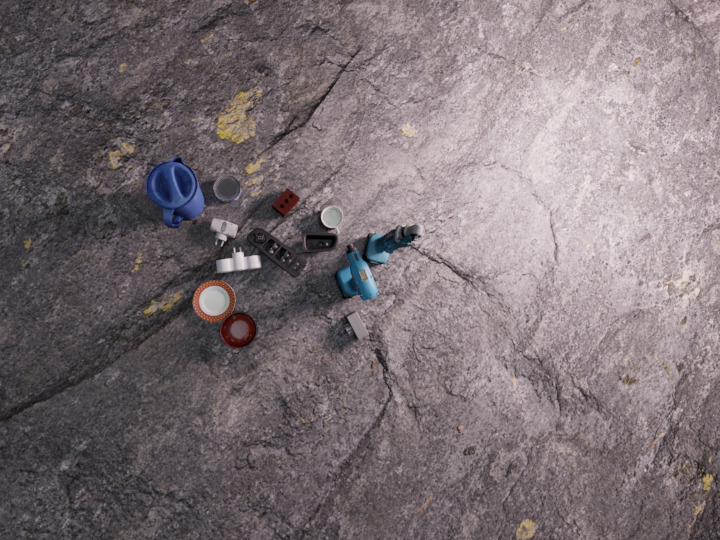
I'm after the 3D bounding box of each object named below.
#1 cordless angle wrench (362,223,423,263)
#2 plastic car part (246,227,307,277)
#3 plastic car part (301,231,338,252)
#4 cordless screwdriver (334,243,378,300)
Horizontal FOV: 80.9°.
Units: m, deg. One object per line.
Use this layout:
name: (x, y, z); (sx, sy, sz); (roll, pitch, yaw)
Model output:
cordless angle wrench: (0.092, -0.084, 1.201); (0.073, 0.427, 0.098); (15, 83, -11)
plastic car part: (-0.266, -0.060, 1.334); (0.202, 0.067, 0.066); (38, 79, -2)
plastic car part: (-0.132, -0.087, 1.353); (0.115, 0.071, 0.066); (-1, 85, -9)
cordless screwdriver: (-0.023, 0.009, 1.263); (0.073, 0.251, 0.160); (-21, 89, -13)
